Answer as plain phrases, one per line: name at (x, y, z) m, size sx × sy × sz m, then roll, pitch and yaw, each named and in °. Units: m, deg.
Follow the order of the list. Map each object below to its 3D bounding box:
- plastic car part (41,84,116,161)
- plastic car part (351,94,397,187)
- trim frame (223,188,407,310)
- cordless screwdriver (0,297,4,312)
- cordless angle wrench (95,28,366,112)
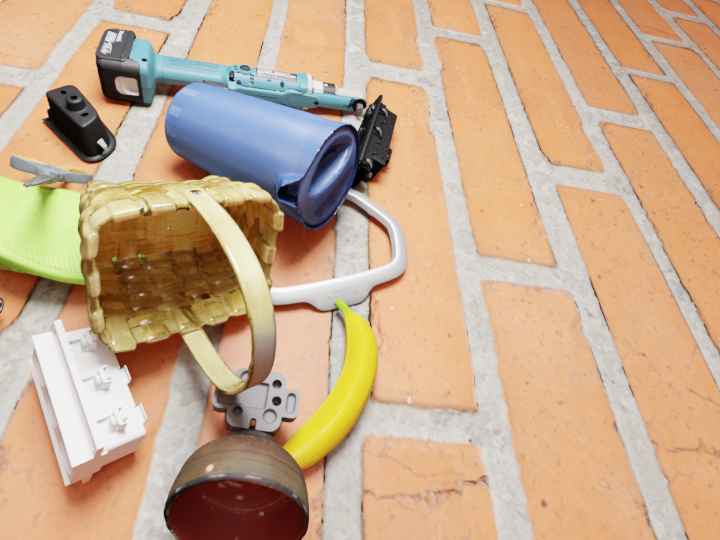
plastic car part at (-0.388, -0.212, 0.582) m, size 0.121 × 0.069 × 0.065 m, roll 41°, pitch 57°, yaw 19°
plastic car part at (0.021, -0.207, 0.671) m, size 0.066 × 0.066 × 0.207 m, roll 20°, pitch 53°, yaw -13°
trim frame at (-0.054, -0.036, 0.556) m, size 0.241 × 0.027 × 0.192 m, roll -12°, pitch 58°, yaw -22°
cordless screwdriver at (-0.428, 0.109, 0.346) m, size 0.156 × 0.073 × 0.257 m, roll 4°, pitch 51°, yaw -11°
cordless angle wrench at (-0.193, -0.307, 0.695) m, size 0.414 × 0.073 × 0.101 m, roll 3°, pitch 55°, yaw -13°
